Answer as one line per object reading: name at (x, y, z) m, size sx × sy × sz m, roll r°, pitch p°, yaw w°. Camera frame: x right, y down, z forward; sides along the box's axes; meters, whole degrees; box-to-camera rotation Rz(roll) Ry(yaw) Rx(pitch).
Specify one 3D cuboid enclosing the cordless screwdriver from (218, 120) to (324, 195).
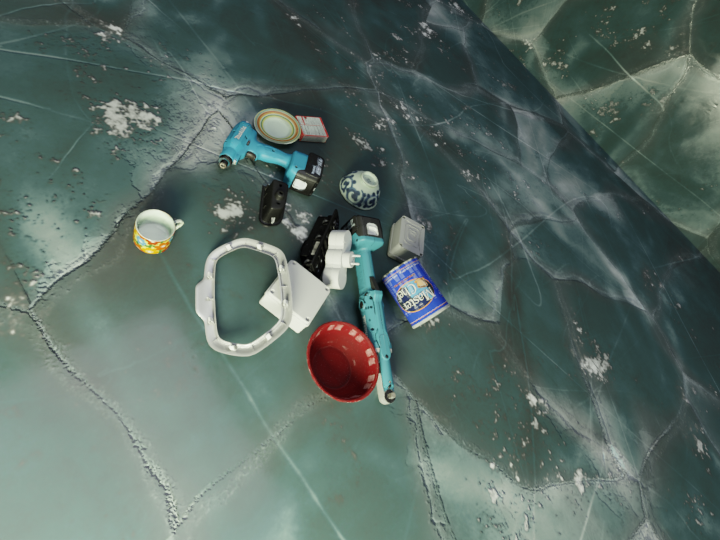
cordless screwdriver at (-0.219, -0.263, 1.044) m, size 0.244 × 0.074 × 0.162 m, roll 24°, pitch 49°, yaw -10°

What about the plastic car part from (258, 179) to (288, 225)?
plastic car part at (-0.197, -0.166, 0.991) m, size 0.064 × 0.071 × 0.120 m, roll 16°, pitch 50°, yaw -21°

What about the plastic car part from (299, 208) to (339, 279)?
plastic car part at (-0.097, -0.063, 0.988) m, size 0.070 × 0.063 × 0.204 m, roll 2°, pitch 47°, yaw 24°

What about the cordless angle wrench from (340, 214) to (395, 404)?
cordless angle wrench at (0.025, 0.077, 0.952) m, size 0.071 × 0.099 × 0.435 m, roll 8°, pitch 60°, yaw -29°

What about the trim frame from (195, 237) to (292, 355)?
trim frame at (-0.226, 0.042, 0.818) m, size 0.184 × 0.027 × 0.256 m, roll -10°, pitch 63°, yaw 0°
